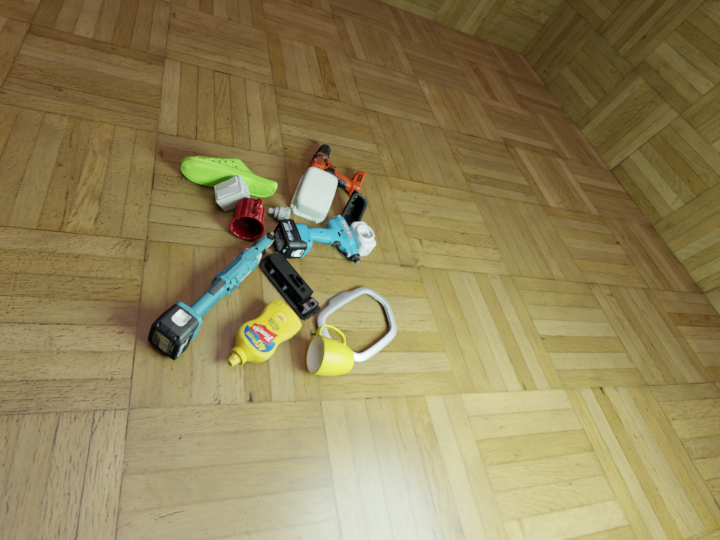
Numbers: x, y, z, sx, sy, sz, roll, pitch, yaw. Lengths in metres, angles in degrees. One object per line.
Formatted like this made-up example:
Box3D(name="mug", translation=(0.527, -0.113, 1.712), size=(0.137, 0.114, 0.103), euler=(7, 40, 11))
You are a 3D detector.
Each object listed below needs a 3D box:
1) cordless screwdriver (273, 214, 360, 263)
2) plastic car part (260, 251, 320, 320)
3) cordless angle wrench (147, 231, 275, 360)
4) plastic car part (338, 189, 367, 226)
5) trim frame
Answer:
Box3D(name="cordless screwdriver", translation=(-0.117, -0.077, 1.196), size=(0.238, 0.074, 0.165), euler=(-8, 60, -37))
Box3D(name="plastic car part", translation=(-0.182, 0.029, 1.089), size=(0.065, 0.066, 0.209), euler=(-33, 71, -34))
Box3D(name="cordless angle wrench", translation=(-0.321, 0.028, 1.006), size=(0.074, 0.098, 0.421), euler=(35, 42, -2))
Box3D(name="plastic car part", translation=(-0.022, -0.200, 1.323), size=(0.064, 0.116, 0.074), euler=(17, 26, -18))
Box3D(name="trim frame", translation=(-0.006, 0.134, 1.116), size=(0.242, 0.027, 0.189), euler=(-30, 73, -38))
